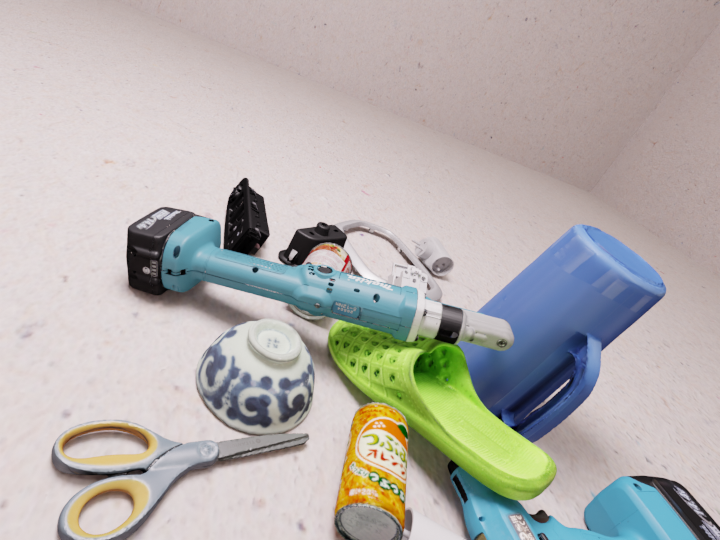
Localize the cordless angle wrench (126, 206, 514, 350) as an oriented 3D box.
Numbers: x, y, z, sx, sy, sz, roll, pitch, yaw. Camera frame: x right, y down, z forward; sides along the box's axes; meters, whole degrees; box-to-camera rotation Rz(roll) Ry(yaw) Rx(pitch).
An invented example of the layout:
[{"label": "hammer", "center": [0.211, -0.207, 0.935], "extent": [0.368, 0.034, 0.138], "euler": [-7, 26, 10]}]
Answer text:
[{"label": "cordless angle wrench", "center": [-0.046, 0.021, 0.469], "extent": [0.428, 0.073, 0.098], "euler": [14, 27, 6]}]

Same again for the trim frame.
[{"label": "trim frame", "center": [0.046, -0.023, 0.762], "extent": [0.176, 0.027, 0.262], "euler": [5, 32, -31]}]

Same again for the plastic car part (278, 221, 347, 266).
[{"label": "plastic car part", "center": [-0.065, -0.042, 0.661], "extent": [0.069, 0.070, 0.111], "euler": [41, 28, 29]}]

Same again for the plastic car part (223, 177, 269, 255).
[{"label": "plastic car part", "center": [-0.173, -0.083, 0.655], "extent": [0.064, 0.066, 0.213], "euler": [21, 26, -32]}]

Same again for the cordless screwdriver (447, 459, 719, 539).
[{"label": "cordless screwdriver", "center": [0.207, 0.235, 0.394], "extent": [0.240, 0.073, 0.167], "euler": [7, 32, -23]}]
